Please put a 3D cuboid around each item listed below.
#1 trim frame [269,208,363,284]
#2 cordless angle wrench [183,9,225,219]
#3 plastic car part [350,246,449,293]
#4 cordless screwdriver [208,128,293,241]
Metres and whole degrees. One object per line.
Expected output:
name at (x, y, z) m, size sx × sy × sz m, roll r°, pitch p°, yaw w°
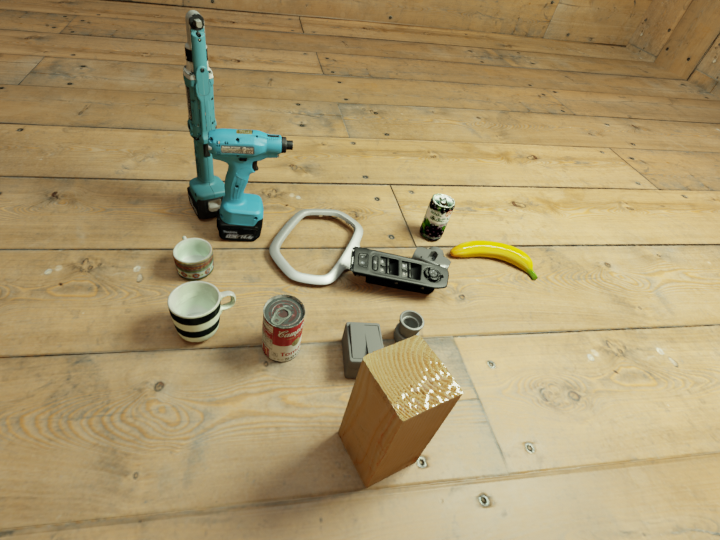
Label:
trim frame at (-0.091, -0.059, 0.930) m, size 0.188 × 0.027 × 0.249 m, roll 19°, pitch 45°, yaw 11°
cordless angle wrench at (-0.320, -0.293, 0.856) m, size 0.072 × 0.414 × 0.103 m, roll -17°, pitch 52°, yaw -29°
plastic car part at (0.077, 0.010, 0.857) m, size 0.203 × 0.065 × 0.068 m, roll 9°, pitch 44°, yaw -1°
cordless screwdriver at (-0.225, -0.173, 0.870) m, size 0.156 × 0.243 × 0.077 m, roll 1°, pitch 45°, yaw -12°
